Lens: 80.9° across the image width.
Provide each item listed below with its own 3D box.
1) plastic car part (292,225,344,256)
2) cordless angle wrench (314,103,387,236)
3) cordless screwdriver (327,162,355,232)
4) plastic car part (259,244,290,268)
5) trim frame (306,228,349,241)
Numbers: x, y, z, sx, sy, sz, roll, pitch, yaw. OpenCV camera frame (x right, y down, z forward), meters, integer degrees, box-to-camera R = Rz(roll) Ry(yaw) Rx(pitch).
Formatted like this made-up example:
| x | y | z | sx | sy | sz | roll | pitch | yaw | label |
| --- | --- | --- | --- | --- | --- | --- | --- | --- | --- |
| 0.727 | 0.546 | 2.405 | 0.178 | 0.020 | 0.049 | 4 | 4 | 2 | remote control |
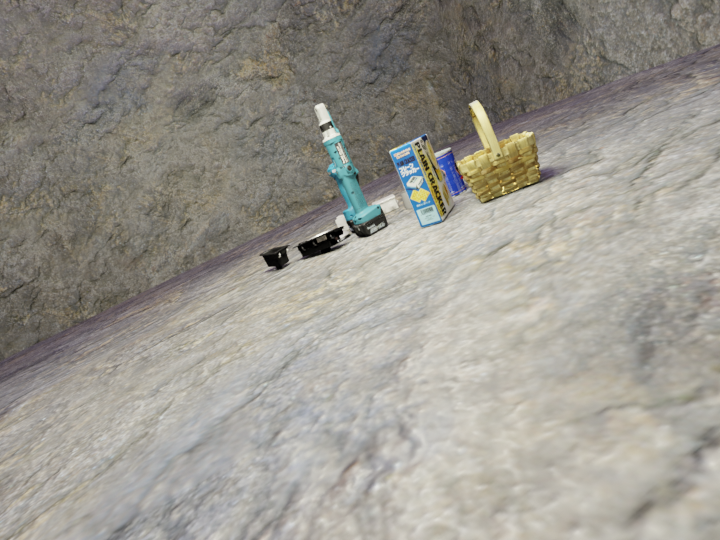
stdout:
| x | y | z | sx | sy | sz | roll | pitch | yaw | label |
| --- | --- | --- | --- | --- | --- | --- | --- | --- | --- |
| -0.133 | -0.087 | 1.364 | 0.211 | 0.066 | 0.065 | -13 | 16 | 40 | plastic car part |
| -0.044 | -0.308 | 1.299 | 0.096 | 0.416 | 0.077 | -28 | 10 | -25 | cordless angle wrench |
| -0.048 | -0.258 | 1.476 | 0.074 | 0.245 | 0.163 | -25 | 10 | -7 | cordless screwdriver |
| -0.286 | -0.040 | 1.441 | 0.121 | 0.070 | 0.064 | -11 | 18 | 47 | plastic car part |
| -0.128 | -0.110 | 1.519 | 0.182 | 0.027 | 0.256 | -28 | 14 | -14 | trim frame |
